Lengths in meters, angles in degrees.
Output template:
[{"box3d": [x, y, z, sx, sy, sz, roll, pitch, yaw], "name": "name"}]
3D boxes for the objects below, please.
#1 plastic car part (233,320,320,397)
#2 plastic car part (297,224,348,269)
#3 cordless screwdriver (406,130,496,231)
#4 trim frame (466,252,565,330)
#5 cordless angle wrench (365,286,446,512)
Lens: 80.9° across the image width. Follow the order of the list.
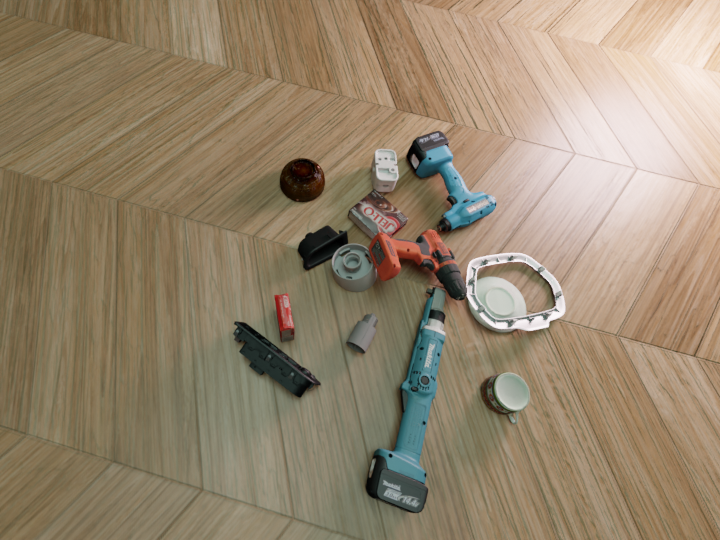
[{"box3d": [-0.170, 0.176, 0.818, 0.207, 0.065, 0.067, 31, 75, 10], "name": "plastic car part"}, {"box3d": [-0.093, -0.061, 0.949, 0.115, 0.063, 0.075, -27, 55, -14], "name": "plastic car part"}, {"box3d": [0.199, -0.215, 1.037, 0.157, 0.073, 0.256, -27, 72, -17], "name": "cordless screwdriver"}, {"box3d": [0.339, 0.043, 0.920, 0.241, 0.027, 0.191, -6, 62, -21], "name": "trim frame"}, {"box3d": [0.114, 0.218, 0.815, 0.099, 0.073, 0.427, 18, 61, 2], "name": "cordless angle wrench"}]
